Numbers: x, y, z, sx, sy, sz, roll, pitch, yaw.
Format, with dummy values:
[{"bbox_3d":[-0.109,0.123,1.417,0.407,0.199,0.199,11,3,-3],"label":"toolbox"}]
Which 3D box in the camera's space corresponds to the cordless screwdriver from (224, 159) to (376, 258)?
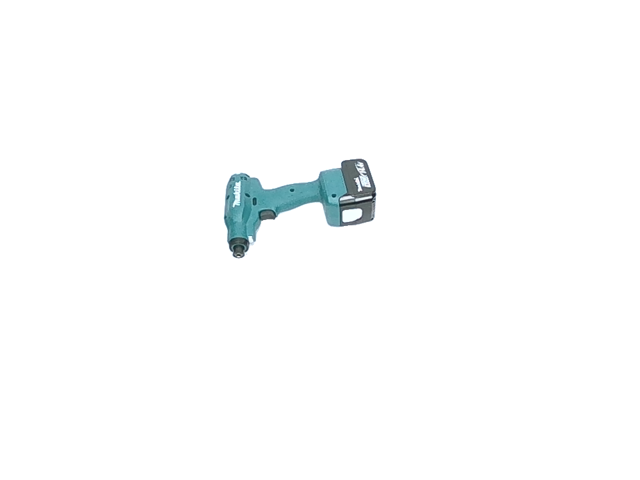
[{"bbox_3d":[-0.034,-0.050,0.698,0.249,0.159,0.074,-6,-36,0],"label":"cordless screwdriver"}]
